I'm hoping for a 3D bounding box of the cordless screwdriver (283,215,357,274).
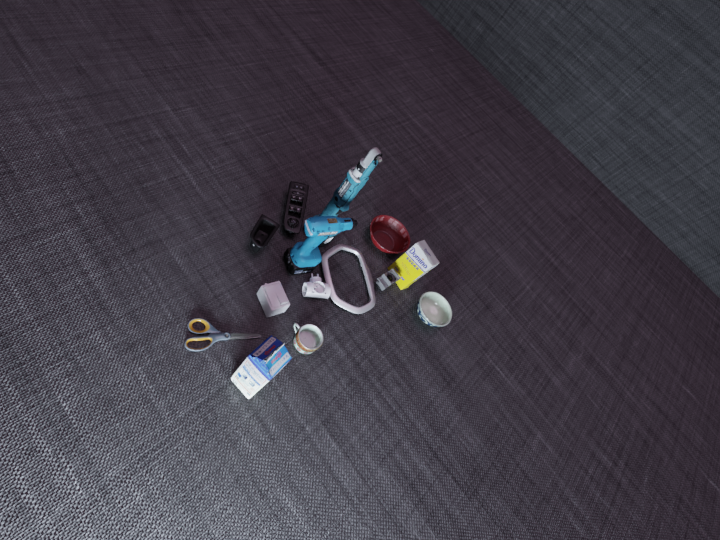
[{"bbox_3d":[-0.122,-0.080,1.249,0.153,0.250,0.077,-8,66,-33],"label":"cordless screwdriver"}]

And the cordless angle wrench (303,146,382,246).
[{"bbox_3d":[-0.052,-0.217,1.261,0.072,0.426,0.100,-20,74,-37],"label":"cordless angle wrench"}]

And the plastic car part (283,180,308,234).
[{"bbox_3d":[-0.221,-0.200,1.399,0.064,0.067,0.208,16,53,-19],"label":"plastic car part"}]

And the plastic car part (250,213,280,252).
[{"bbox_3d":[-0.305,-0.102,1.289,0.065,0.071,0.117,30,51,-9],"label":"plastic car part"}]

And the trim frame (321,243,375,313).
[{"bbox_3d":[-0.035,0.024,1.367,0.177,0.027,0.257,-2,60,-28],"label":"trim frame"}]
